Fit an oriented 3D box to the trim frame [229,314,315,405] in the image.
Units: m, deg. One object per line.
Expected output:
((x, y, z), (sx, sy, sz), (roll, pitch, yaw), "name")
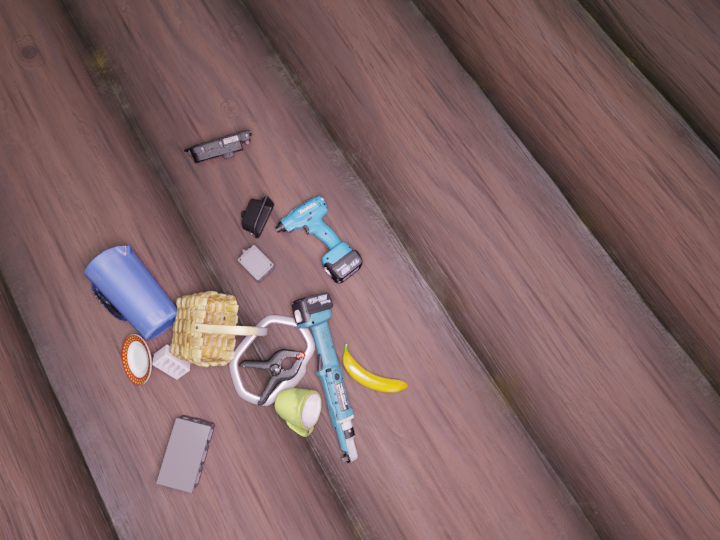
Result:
((-0.234, 0.234, 1.122), (0.187, 0.027, 0.247), (37, 76, 8), "trim frame")

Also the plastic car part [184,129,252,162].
((-0.415, -0.362, 1.252), (0.201, 0.068, 0.066), (-14, 105, -7), "plastic car part")

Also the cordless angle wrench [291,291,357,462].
((-0.076, 0.272, 1.088), (0.094, 0.076, 0.428), (-10, 80, -34), "cordless angle wrench")

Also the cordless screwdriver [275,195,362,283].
((-0.115, -0.075, 1.179), (0.158, 0.073, 0.255), (-33, 76, -9), "cordless screwdriver")

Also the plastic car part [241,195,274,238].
((-0.303, -0.158, 1.205), (0.073, 0.064, 0.117), (21, 80, 16), "plastic car part")
